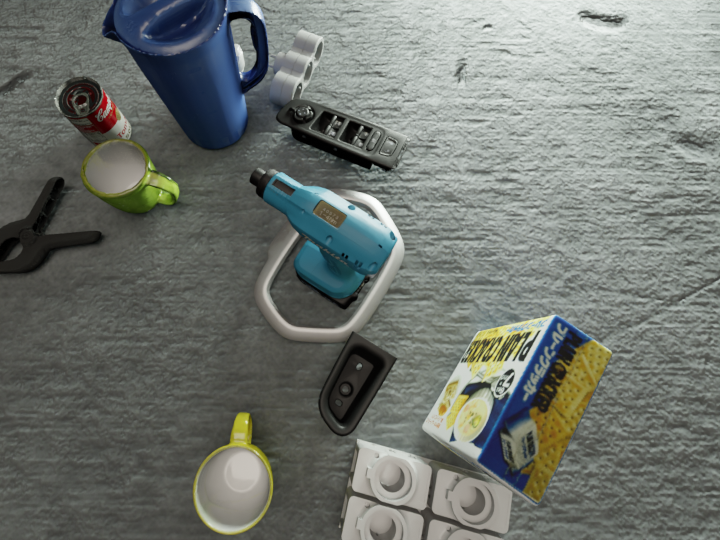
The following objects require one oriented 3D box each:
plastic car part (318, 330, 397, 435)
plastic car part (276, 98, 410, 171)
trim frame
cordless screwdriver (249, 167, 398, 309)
[{"bbox_3d":[-0.013,0.149,0.552,0.067,0.070,0.116,30,76,5],"label":"plastic car part"},{"bbox_3d":[-0.032,-0.208,0.656,0.206,0.066,0.066,26,76,7],"label":"plastic car part"},{"bbox_3d":[-0.046,-0.011,0.620,0.187,0.027,0.248,30,76,8],"label":"trim frame"},{"bbox_3d":[-0.050,-0.033,0.513,0.162,0.246,0.074,34,77,5],"label":"cordless screwdriver"}]
